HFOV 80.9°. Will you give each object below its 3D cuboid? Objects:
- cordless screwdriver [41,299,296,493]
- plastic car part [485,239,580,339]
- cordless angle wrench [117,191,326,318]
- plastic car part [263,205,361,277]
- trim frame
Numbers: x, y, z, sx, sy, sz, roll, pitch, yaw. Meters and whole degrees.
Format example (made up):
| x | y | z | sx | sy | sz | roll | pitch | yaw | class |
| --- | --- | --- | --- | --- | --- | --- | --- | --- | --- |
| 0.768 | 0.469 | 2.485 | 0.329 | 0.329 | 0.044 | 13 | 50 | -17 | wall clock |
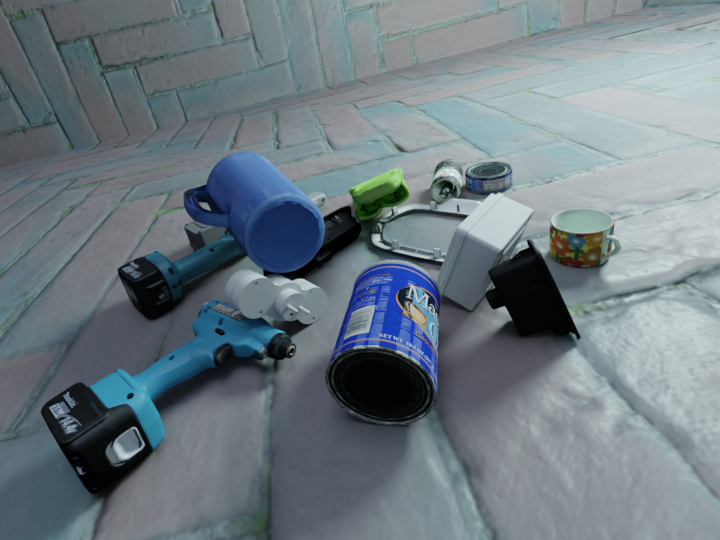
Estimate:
| x | y | z | sx | sy | sz | roll | pitch | yaw | class |
| --- | --- | --- | --- | --- | --- | --- | --- | --- | --- |
| -0.200 | 0.126 | 0.476 | 0.168 | 0.072 | 0.244 | 12 | 35 | 35 | cordless screwdriver |
| 0.177 | 0.025 | 0.461 | 0.072 | 0.112 | 0.067 | -30 | 24 | 19 | plastic car part |
| -0.220 | -0.059 | 0.783 | 0.104 | 0.072 | 0.413 | 20 | 42 | 42 | cordless angle wrench |
| -0.069 | -0.045 | 0.704 | 0.070 | 0.064 | 0.199 | 27 | 50 | 29 | plastic car part |
| 0.132 | -0.072 | 0.701 | 0.262 | 0.026 | 0.181 | 14 | 40 | 40 | trim frame |
